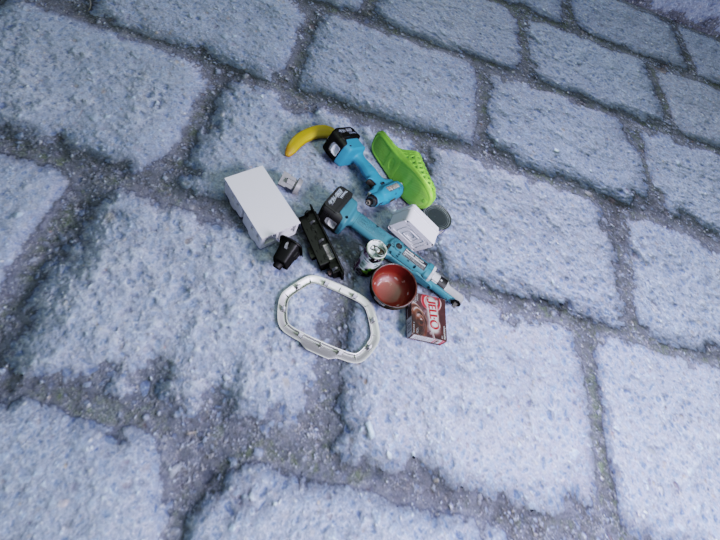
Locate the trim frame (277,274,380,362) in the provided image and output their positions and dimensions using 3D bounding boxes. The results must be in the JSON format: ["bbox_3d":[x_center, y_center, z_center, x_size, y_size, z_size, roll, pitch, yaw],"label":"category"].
[{"bbox_3d":[-0.069,0.109,0.962,0.247,0.027,0.186,25,59,-3],"label":"trim frame"}]

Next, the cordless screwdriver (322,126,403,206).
[{"bbox_3d":[-0.004,-0.276,1.148,0.254,0.075,0.155,49,41,10],"label":"cordless screwdriver"}]

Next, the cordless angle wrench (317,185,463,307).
[{"bbox_3d":[0.084,-0.050,1.071,0.426,0.074,0.097,37,59,4],"label":"cordless angle wrench"}]

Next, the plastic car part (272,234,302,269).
[{"bbox_3d":[-0.174,-0.034,0.970,0.066,0.116,0.071,31,81,-2],"label":"plastic car part"}]

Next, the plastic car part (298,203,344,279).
[{"bbox_3d":[-0.101,-0.066,1.036,0.067,0.064,0.209,-22,69,0],"label":"plastic car part"}]
